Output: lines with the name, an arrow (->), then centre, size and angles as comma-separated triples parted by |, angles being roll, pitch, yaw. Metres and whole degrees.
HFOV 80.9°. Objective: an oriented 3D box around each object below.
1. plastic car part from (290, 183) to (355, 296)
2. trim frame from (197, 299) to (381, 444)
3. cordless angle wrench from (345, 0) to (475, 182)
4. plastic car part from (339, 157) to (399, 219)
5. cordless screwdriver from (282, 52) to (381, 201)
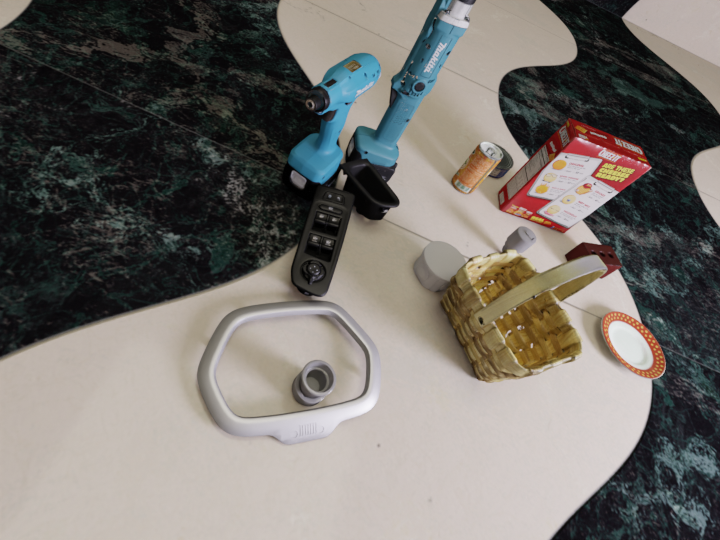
plastic car part -> -0.065, -0.042, 0.662 | 0.065, 0.067, 0.207 | 19, 51, -10
trim frame -> -0.087, 0.126, 0.558 | 0.240, 0.027, 0.191 | -3, 57, -23
cordless angle wrench -> 0.090, -0.313, 0.688 | 0.095, 0.422, 0.076 | 12, 55, -18
plastic car part -> 0.009, -0.134, 0.754 | 0.064, 0.071, 0.121 | -20, 66, -33
cordless screwdriver -> -0.063, -0.209, 0.666 | 0.075, 0.248, 0.158 | 38, 51, 2
